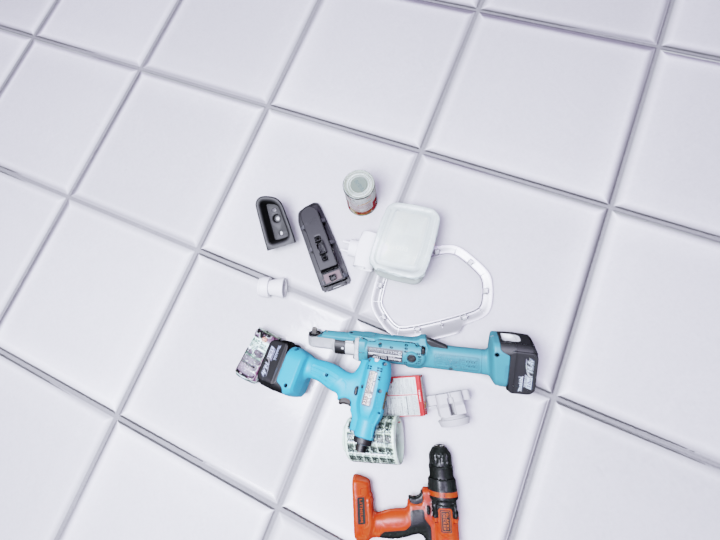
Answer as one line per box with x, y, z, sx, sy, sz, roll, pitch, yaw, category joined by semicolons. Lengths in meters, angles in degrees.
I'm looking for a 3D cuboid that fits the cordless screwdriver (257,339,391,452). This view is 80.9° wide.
-0.074;0.226;0.795;0.259;0.070;0.161;7;70;25;cordless screwdriver

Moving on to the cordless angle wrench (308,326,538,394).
0.102;0.156;0.817;0.434;0.074;0.096;4;106;15;cordless angle wrench

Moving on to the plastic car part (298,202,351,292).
-0.090;-0.059;0.919;0.067;0.064;0.209;-24;71;8;plastic car part

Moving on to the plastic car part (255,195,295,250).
-0.188;-0.109;0.940;0.066;0.071;0.116;-17;90;2;plastic car part

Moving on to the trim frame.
0.144;0.044;0.867;0.250;0.027;0.188;-14;74;4;trim frame
